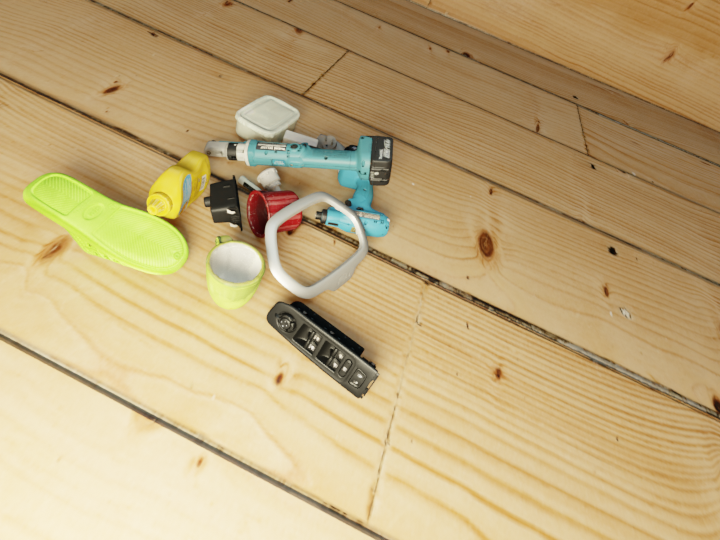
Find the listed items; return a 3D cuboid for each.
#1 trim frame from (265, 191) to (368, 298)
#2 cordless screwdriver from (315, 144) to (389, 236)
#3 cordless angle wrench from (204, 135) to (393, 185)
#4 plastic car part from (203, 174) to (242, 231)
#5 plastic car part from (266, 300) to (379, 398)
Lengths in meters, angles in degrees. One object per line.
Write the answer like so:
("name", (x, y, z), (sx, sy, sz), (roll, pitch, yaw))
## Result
("trim frame", (-0.079, -0.051, 0.805), (0.244, 0.028, 0.183), (-39, 94, -41))
("cordless screwdriver", (-0.023, -0.185, 0.971), (0.156, 0.073, 0.256), (7, 50, -11))
("cordless angle wrench", (-0.144, -0.257, 0.943), (0.427, 0.072, 0.100), (5, 55, 6))
("plastic car part", (-0.277, -0.137, 0.846), (0.070, 0.064, 0.122), (-12, 50, -13))
("plastic car part", (-0.060, 0.112, 0.687), (0.207, 0.066, 0.066), (33, 36, 10))
